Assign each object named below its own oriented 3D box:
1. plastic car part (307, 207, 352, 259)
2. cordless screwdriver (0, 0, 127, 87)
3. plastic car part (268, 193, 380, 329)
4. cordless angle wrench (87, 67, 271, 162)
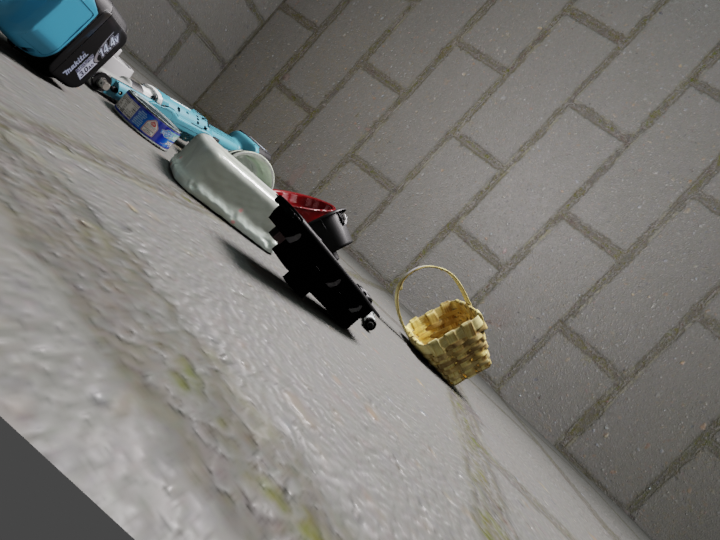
[{"bbox_3d":[-0.063,-0.041,0.642,0.065,0.117,0.071,-15,81,-85],"label":"plastic car part"},{"bbox_3d":[-0.277,-0.260,0.321,0.075,0.159,0.245,43,1,5],"label":"cordless screwdriver"},{"bbox_3d":[-0.041,0.008,0.473,0.070,0.067,0.192,35,-8,48],"label":"plastic car part"},{"bbox_3d":[-0.298,-0.254,0.745,0.101,0.074,0.409,42,10,14],"label":"cordless angle wrench"}]
